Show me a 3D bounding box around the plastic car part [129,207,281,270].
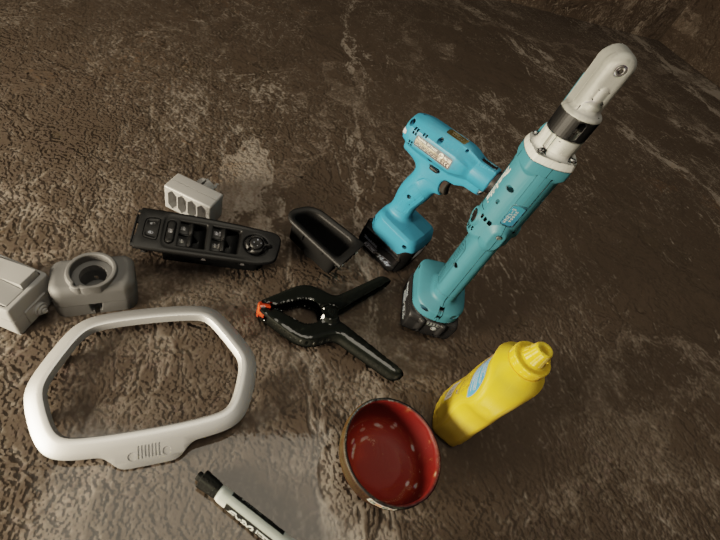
[{"bbox_3d":[-0.217,-0.033,0.609,0.199,0.066,0.069,6,50,-13],"label":"plastic car part"}]

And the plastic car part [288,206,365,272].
[{"bbox_3d":[-0.065,-0.042,0.661,0.120,0.070,0.065,39,49,15],"label":"plastic car part"}]

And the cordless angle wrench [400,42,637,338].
[{"bbox_3d":[0.161,-0.059,0.509,0.074,0.418,0.100,19,48,-7],"label":"cordless angle wrench"}]

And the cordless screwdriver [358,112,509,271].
[{"bbox_3d":[0.100,-0.092,0.635,0.165,0.246,0.072,44,50,17],"label":"cordless screwdriver"}]

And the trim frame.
[{"bbox_3d":[-0.245,0.125,0.491,0.241,0.027,0.192,-5,52,-21],"label":"trim frame"}]
